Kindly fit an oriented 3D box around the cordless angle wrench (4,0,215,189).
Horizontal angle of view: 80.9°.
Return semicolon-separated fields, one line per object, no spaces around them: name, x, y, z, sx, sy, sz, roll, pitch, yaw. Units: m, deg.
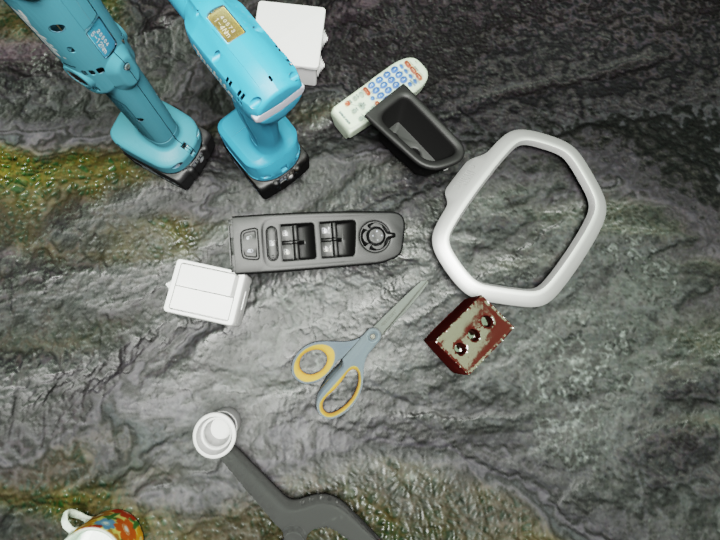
cordless angle wrench;-0.217;-0.179;0.347;0.098;0.421;0.074;29;80;-2

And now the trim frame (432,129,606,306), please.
trim frame;0.199;-0.069;0.532;0.186;0.027;0.248;36;80;6

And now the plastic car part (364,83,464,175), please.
plastic car part;0.065;-0.158;0.525;0.066;0.070;0.118;-41;84;-9

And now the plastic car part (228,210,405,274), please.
plastic car part;-0.049;-0.032;0.500;0.202;0.066;0.067;-4;81;-2

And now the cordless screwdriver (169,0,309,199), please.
cordless screwdriver;-0.122;-0.177;0.436;0.074;0.247;0.161;-37;86;-10
